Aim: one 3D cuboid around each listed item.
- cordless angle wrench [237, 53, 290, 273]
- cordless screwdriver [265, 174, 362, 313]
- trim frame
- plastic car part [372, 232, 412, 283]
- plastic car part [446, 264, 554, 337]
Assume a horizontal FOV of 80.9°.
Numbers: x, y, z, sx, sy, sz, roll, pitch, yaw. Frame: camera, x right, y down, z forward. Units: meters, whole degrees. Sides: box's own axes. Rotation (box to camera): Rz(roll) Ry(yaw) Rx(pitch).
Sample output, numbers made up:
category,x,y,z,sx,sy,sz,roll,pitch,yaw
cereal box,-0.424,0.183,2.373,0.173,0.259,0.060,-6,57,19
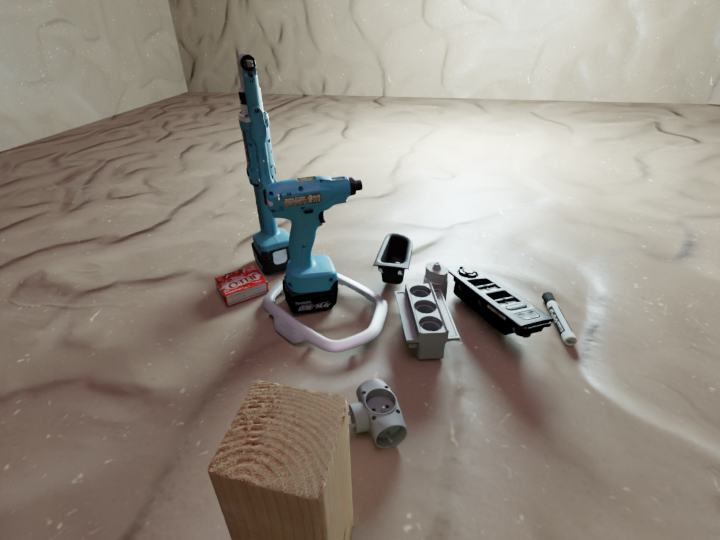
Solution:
category,x,y,z,sx,sy,sz,roll,pitch,yaw
cordless angle wrench,-0.192,-0.191,0.820,0.072,0.410,0.103,-16,34,-22
cordless screwdriver,-0.073,-0.047,0.742,0.157,0.241,0.078,-9,32,-10
trim frame,-0.067,0.066,0.763,0.179,0.027,0.263,-31,42,-34
plastic car part,0.069,-0.016,0.833,0.068,0.069,0.117,6,34,14
plastic car part,0.221,0.052,0.716,0.065,0.065,0.214,-15,35,-18
